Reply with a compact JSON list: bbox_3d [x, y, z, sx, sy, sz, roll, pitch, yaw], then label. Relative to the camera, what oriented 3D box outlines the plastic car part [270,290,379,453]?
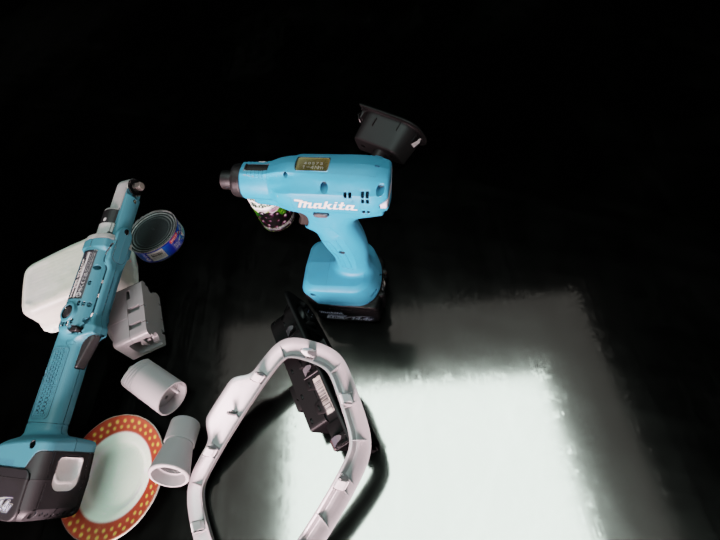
[{"bbox_3d":[-0.053,0.116,0.487,0.068,0.062,0.213,-40,54,18],"label":"plastic car part"}]

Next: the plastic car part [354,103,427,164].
[{"bbox_3d":[0.038,-0.209,0.681,0.122,0.063,0.071,32,84,27],"label":"plastic car part"}]

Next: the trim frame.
[{"bbox_3d":[-0.092,0.187,0.424,0.195,0.026,0.248,32,89,39],"label":"trim frame"}]

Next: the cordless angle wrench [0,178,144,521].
[{"bbox_3d":[-0.348,0.062,0.536,0.101,0.070,0.433,-9,62,20],"label":"cordless angle wrench"}]

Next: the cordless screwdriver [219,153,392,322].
[{"bbox_3d":[-0.045,-0.030,0.465,0.162,0.239,0.076,6,59,10],"label":"cordless screwdriver"}]
